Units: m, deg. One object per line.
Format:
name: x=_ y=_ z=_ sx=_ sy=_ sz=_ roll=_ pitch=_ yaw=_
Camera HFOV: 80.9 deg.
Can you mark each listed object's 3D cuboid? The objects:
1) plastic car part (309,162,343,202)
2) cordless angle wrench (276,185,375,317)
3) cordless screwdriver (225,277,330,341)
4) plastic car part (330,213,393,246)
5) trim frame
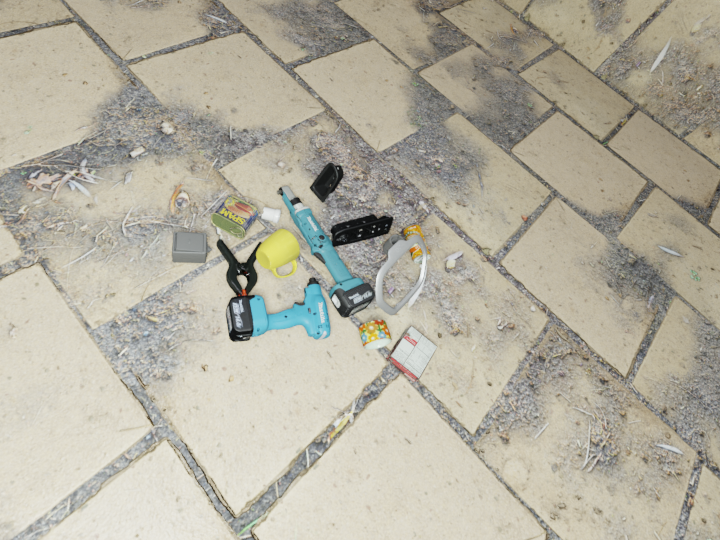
plastic car part: x=-0.088 y=-0.270 z=1.267 sx=0.067 sy=0.117 sz=0.069 roll=49 pitch=34 yaw=11
cordless angle wrench: x=-0.113 y=-0.074 z=1.159 sx=0.095 sy=0.074 sz=0.439 roll=-21 pitch=66 yaw=-28
cordless screwdriver: x=-0.199 y=0.091 z=1.029 sx=0.240 sy=0.074 sz=0.165 roll=0 pitch=60 yaw=-22
plastic car part: x=-0.004 y=-0.124 z=1.225 sx=0.197 sy=0.065 sz=0.070 roll=-21 pitch=60 yaw=-27
trim frame: x=0.112 y=0.009 z=1.131 sx=0.029 sy=0.177 sz=0.244 roll=16 pitch=45 yaw=40
